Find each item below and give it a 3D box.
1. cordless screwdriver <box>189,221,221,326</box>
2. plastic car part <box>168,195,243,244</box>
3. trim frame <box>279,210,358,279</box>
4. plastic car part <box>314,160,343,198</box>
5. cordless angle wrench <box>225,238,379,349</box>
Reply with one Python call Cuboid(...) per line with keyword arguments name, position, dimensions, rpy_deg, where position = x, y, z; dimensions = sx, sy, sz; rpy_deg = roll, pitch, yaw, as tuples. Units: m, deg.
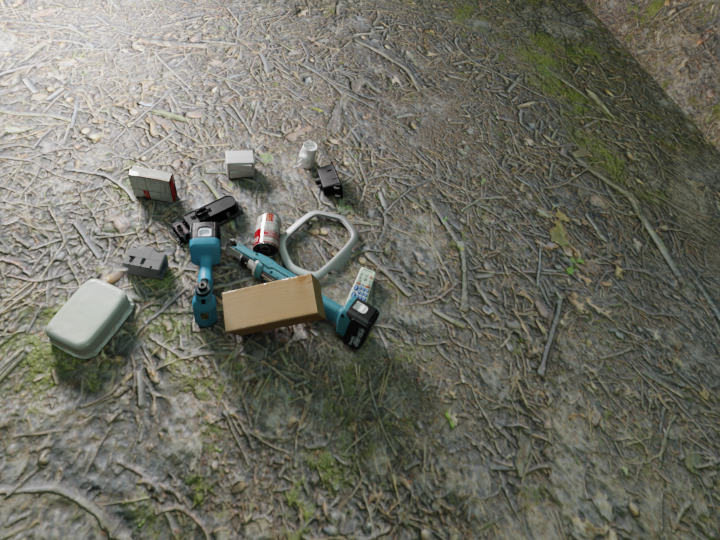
Cuboid(name="cordless screwdriver", position=(-0.363, -0.011, 0.985), dimensions=(0.073, 0.157, 0.258), rpy_deg=(-2, 55, -17))
Cuboid(name="plastic car part", position=(-0.409, -0.148, 1.132), dimensions=(0.198, 0.065, 0.069), rpy_deg=(-32, 62, -31))
Cuboid(name="trim frame", position=(-0.113, -0.074, 1.157), dimensions=(0.189, 0.027, 0.246), rpy_deg=(34, 55, 14))
Cuboid(name="plastic car part", position=(-0.100, -0.272, 1.280), dimensions=(0.070, 0.064, 0.122), rpy_deg=(-18, 58, -8))
Cuboid(name="cordless angle wrench", position=(-0.161, 0.038, 1.037), dimensions=(0.435, 0.096, 0.073), rpy_deg=(29, 36, 15))
